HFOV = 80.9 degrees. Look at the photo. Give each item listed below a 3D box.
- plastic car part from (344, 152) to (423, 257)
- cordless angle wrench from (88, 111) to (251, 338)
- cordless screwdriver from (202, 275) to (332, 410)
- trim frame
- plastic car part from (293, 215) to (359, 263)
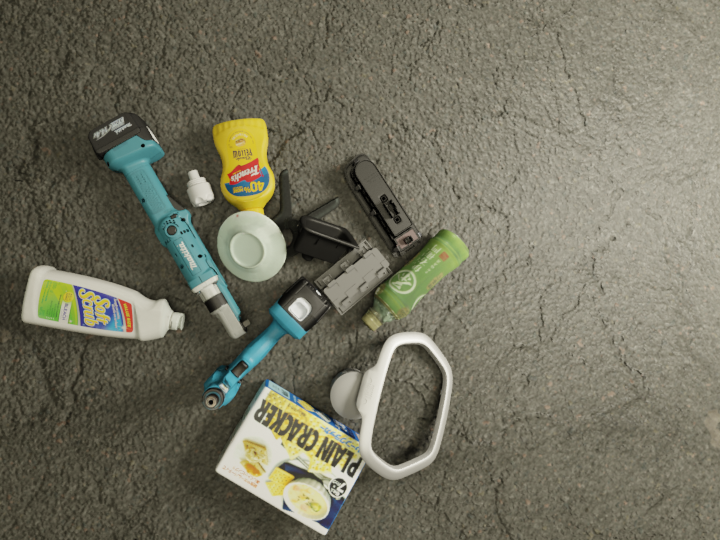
[{"bbox_3d":[0.039,-0.123,0.771,0.066,0.066,0.204,-33,87,1],"label":"plastic car part"},{"bbox_3d":[-0.317,-0.068,0.728,0.097,0.074,0.425,-31,87,-6],"label":"cordless angle wrench"},{"bbox_3d":[-0.158,0.121,0.692,0.074,0.160,0.248,45,83,-4],"label":"cordless screwdriver"},{"bbox_3d":[0.079,0.230,0.735,0.177,0.028,0.250,22,75,-22],"label":"trim frame"},{"bbox_3d":[-0.073,-0.048,0.744,0.111,0.069,0.071,13,118,-34],"label":"plastic car part"}]
